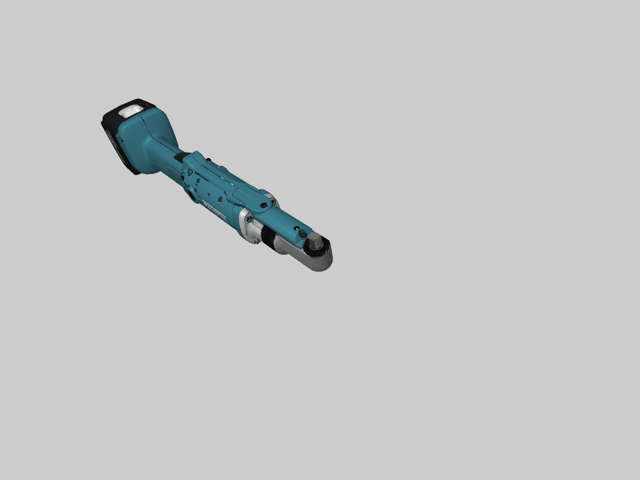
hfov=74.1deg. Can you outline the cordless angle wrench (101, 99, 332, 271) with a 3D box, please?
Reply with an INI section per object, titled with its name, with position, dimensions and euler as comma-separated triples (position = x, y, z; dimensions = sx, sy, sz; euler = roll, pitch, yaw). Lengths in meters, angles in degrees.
[cordless angle wrench]
position = -0.139, -0.071, 0.525
dimensions = 0.074, 0.098, 0.423
euler = -39, 51, -25
